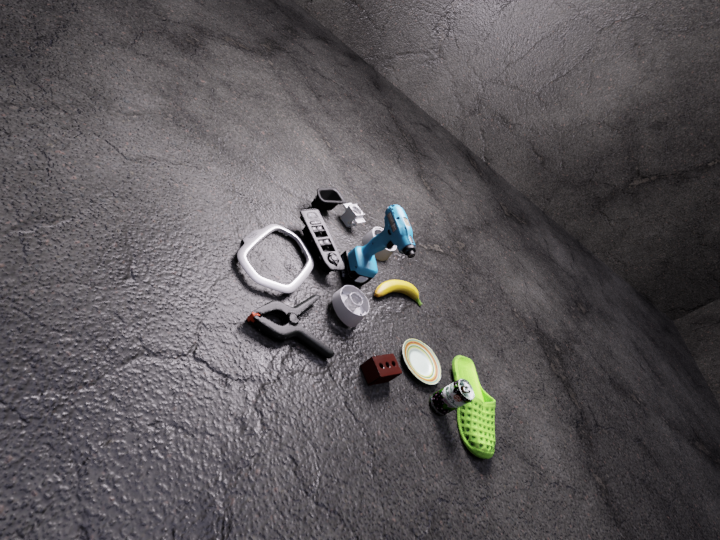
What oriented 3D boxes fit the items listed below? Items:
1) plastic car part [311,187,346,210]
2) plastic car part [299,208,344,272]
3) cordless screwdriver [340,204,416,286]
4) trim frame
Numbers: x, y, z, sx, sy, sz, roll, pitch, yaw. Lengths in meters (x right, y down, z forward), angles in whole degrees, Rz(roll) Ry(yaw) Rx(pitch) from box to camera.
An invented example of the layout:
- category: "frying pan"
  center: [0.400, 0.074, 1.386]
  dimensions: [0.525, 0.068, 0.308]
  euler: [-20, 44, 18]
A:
- category: "plastic car part"
  center: [-0.112, -0.214, 1.313]
  dimensions: [0.112, 0.071, 0.068]
  euler: [-14, 64, -50]
- category: "plastic car part"
  center: [-0.114, -0.075, 1.166]
  dimensions: [0.063, 0.067, 0.211]
  euler: [-4, 55, -46]
- category: "cordless screwdriver"
  center: [0.046, -0.041, 1.122]
  dimensions: [0.071, 0.251, 0.166]
  euler: [17, 44, -35]
- category: "trim frame"
  center: [-0.211, -0.035, 1.068]
  dimensions: [0.183, 0.028, 0.248]
  euler: [39, 35, -4]
